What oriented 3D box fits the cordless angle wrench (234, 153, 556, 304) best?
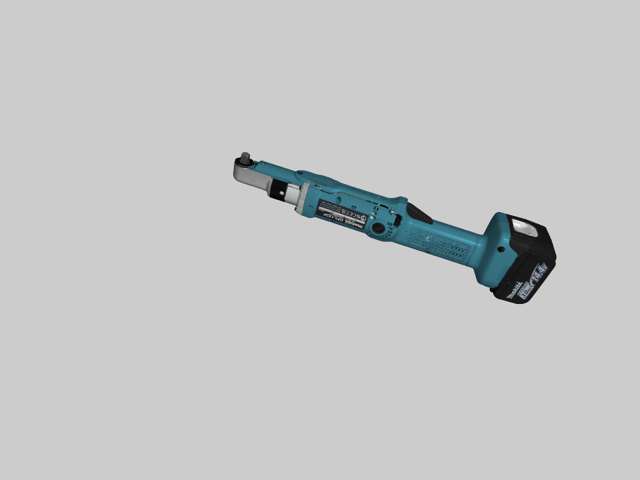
[{"bbox_3d":[0.083,-0.030,0.565,0.423,0.098,0.074,18,37,4],"label":"cordless angle wrench"}]
